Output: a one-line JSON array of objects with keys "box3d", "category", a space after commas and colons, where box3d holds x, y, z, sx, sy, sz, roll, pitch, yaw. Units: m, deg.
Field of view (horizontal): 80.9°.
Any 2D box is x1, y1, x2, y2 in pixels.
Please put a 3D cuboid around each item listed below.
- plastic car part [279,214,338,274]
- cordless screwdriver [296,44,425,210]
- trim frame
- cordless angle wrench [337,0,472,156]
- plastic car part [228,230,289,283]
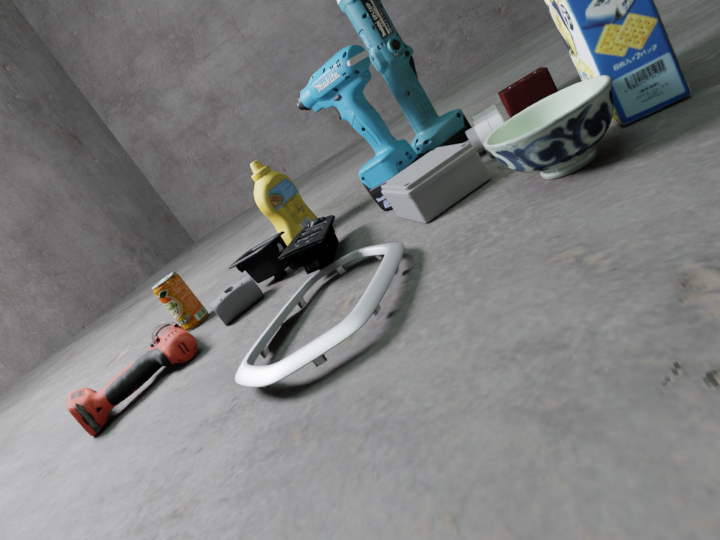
[{"box3d": [-0.062, -0.040, 0.633, 0.067, 0.065, 0.206, -31, 18, 11], "category": "plastic car part"}, {"box3d": [0.000, -0.217, 0.689, 0.073, 0.243, 0.165, -43, 17, -35], "category": "cordless screwdriver"}, {"box3d": [-0.040, 0.038, 0.458, 0.189, 0.027, 0.248, -23, 21, 30], "category": "trim frame"}, {"box3d": [0.046, -0.351, 0.678, 0.097, 0.413, 0.077, -37, 13, -16], "category": "cordless angle wrench"}, {"box3d": [-0.158, -0.014, 0.723, 0.120, 0.069, 0.065, -18, 22, 41], "category": "plastic car part"}]
